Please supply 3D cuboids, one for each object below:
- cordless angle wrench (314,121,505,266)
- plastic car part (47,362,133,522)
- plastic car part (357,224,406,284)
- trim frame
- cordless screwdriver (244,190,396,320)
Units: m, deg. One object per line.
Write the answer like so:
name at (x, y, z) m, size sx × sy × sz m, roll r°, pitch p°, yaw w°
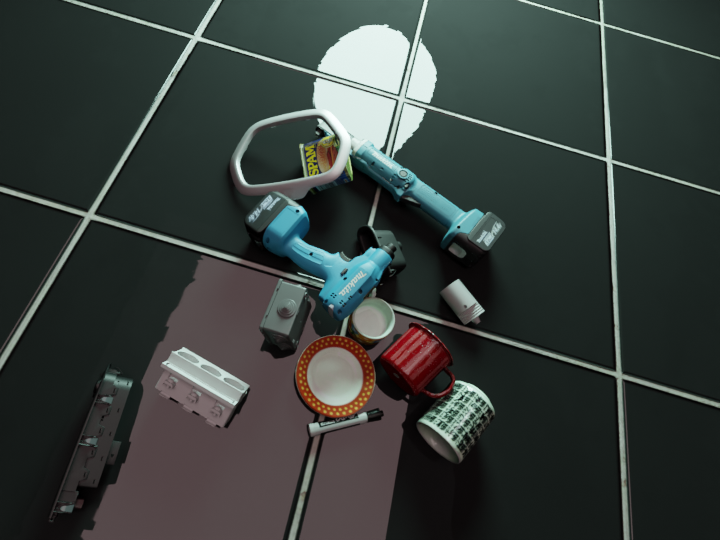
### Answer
cordless angle wrench at (0.079, -0.175, 0.845) m, size 0.434 × 0.073 × 0.097 m, roll 39°, pitch 66°, yaw 13°
plastic car part at (-0.373, 0.235, 0.600) m, size 0.065 × 0.067 × 0.207 m, roll 11°, pitch 64°, yaw -16°
plastic car part at (0.046, -0.035, 0.784) m, size 0.068 × 0.066 × 0.120 m, roll -2°, pitch 62°, yaw -27°
trim frame at (-0.138, -0.221, 0.810) m, size 0.254 × 0.026 × 0.188 m, roll -7°, pitch 70°, yaw 14°
cordless screwdriver at (-0.072, -0.047, 0.735) m, size 0.258 × 0.072 × 0.158 m, roll 38°, pitch 72°, yaw 19°
